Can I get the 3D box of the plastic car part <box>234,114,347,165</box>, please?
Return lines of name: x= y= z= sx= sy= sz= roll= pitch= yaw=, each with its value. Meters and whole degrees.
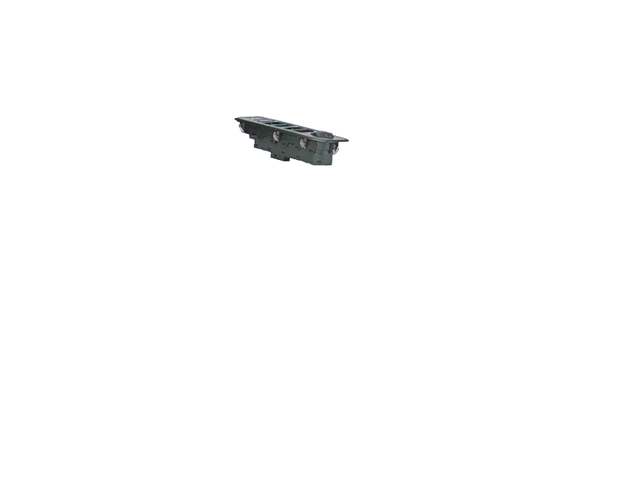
plastic car part: x=-0.051 y=-0.160 z=0.681 sx=0.204 sy=0.067 sz=0.066 roll=18 pitch=18 yaw=33
